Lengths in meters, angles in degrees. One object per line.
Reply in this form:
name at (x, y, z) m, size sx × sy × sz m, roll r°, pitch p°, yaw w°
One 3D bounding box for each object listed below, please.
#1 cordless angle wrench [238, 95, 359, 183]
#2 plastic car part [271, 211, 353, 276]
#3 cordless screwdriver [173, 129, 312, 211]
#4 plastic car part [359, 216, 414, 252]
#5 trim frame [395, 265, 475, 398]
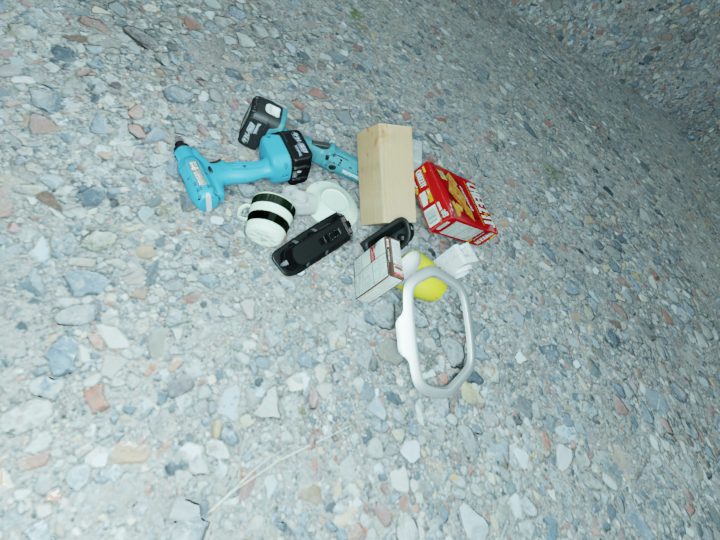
cordless angle wrench at (-0.064, -0.255, 0.961) m, size 0.407 × 0.099 × 0.076 m, roll 20°, pitch 52°, yaw -22°
plastic car part at (-0.080, -0.053, 0.821) m, size 0.198 × 0.070 × 0.065 m, roll -35°, pitch 107°, yaw -35°
cordless screwdriver at (-0.229, -0.216, 0.824) m, size 0.243 × 0.073 × 0.165 m, roll -22°, pitch 65°, yaw -24°
plastic car part at (0.070, -0.063, 0.890) m, size 0.068 × 0.118 × 0.067 m, roll -8°, pitch 66°, yaw -61°
trim frame at (0.147, 0.115, 0.805) m, size 0.177 × 0.028 × 0.250 m, roll -3°, pitch 85°, yaw -30°
